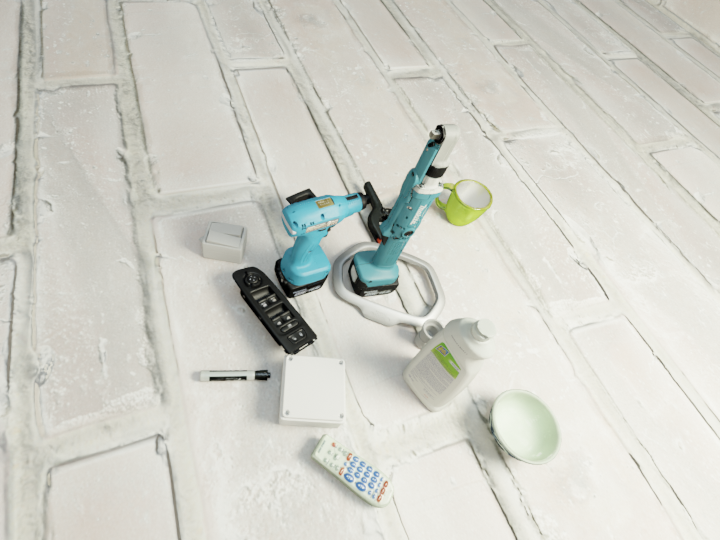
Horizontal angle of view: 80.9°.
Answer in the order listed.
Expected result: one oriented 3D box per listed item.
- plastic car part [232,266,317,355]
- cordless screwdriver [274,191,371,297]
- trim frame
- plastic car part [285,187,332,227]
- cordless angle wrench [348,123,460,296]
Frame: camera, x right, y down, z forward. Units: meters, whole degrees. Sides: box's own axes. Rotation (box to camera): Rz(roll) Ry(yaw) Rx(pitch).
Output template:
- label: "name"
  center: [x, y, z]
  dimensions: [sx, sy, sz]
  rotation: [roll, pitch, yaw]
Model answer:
- label: "plastic car part"
  center: [-0.168, 0.074, 0.795]
  dimensions: [0.065, 0.066, 0.211]
  rotation: [-30, 67, -29]
- label: "cordless screwdriver"
  center: [-0.077, -0.050, 0.789]
  dimensions: [0.155, 0.246, 0.077]
  rotation: [-19, 65, -25]
- label: "trim frame"
  center: [0.059, 0.028, 0.896]
  dimensions: [0.250, 0.027, 0.186]
  rotation: [19, 55, 2]
- label: "plastic car part"
  center: [-0.109, -0.114, 0.933]
  dimensions: [0.064, 0.070, 0.121]
  rotation: [-28, 67, -28]
- label: "cordless angle wrench"
  center: [0.073, -0.085, 0.737]
  dimensions: [0.095, 0.418, 0.077]
  rotation: [-5, 60, -19]
